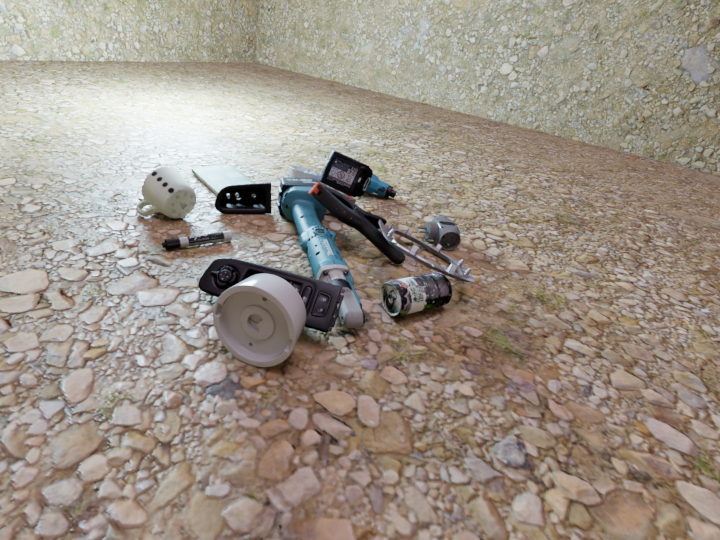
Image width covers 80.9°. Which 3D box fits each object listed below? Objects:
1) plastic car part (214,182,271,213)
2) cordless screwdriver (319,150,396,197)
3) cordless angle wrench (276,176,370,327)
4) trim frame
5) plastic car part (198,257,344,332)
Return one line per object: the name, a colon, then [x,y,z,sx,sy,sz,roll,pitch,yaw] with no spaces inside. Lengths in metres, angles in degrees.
plastic car part: [-0.252,-0.156,0.901,0.114,0.065,0.074,-3,17,-16]
cordless screwdriver: [0.003,-0.210,0.989,0.162,0.074,0.246,26,13,5]
cordless angle wrench: [-0.073,-0.048,0.750,0.095,0.073,0.443,-2,34,-19]
trim frame: [0.112,-0.039,0.748,0.186,0.027,0.248,26,15,1]
plastic car part: [-0.126,0.032,0.596,0.207,0.065,0.067,16,74,10]
